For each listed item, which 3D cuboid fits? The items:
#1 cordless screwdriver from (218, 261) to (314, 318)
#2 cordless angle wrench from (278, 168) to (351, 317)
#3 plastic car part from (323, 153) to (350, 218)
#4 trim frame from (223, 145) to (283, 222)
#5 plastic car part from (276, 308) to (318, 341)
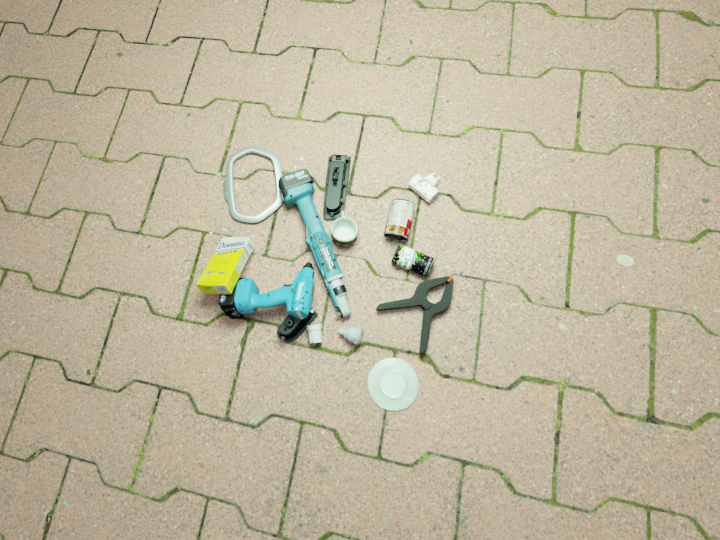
[{"bbox_3d":[-0.242,0.051,1.124,0.255,0.071,0.163,-3,51,15],"label":"cordless screwdriver"},{"bbox_3d":[-0.114,-0.074,1.162,0.097,0.074,0.432,-20,77,-11],"label":"cordless angle wrench"},{"bbox_3d":[-0.069,-0.246,1.208,0.066,0.066,0.205,6,79,-1],"label":"plastic car part"},{"bbox_3d":[-0.322,-0.259,1.261,0.185,0.027,0.253,-10,76,4],"label":"trim frame"},{"bbox_3d":[-0.176,0.135,1.115,0.068,0.069,0.116,37,80,14],"label":"plastic car part"}]
